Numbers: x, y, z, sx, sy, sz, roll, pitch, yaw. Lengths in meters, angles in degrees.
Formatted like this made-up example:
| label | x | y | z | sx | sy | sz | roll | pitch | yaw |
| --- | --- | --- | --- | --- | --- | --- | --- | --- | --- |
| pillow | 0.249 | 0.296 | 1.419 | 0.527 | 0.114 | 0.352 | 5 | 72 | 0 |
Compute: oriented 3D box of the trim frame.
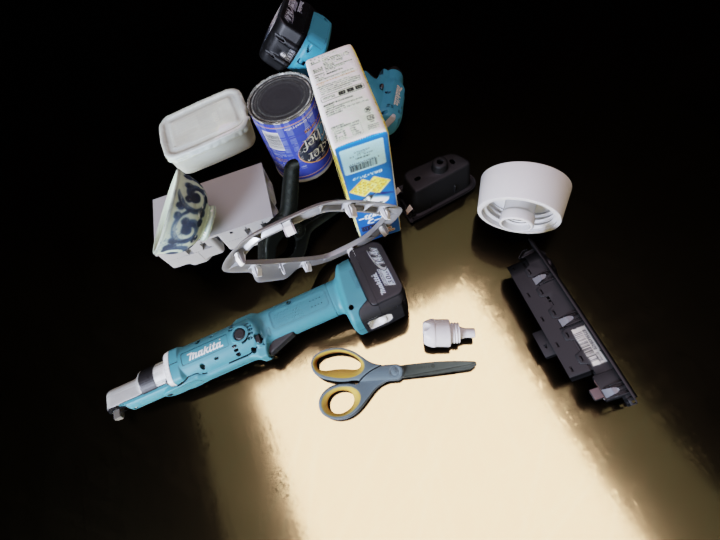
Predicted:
| label | x | y | z | sx | sy | sz | roll | pitch | yaw |
| --- | --- | --- | --- | --- | --- | --- | --- | --- | --- |
| trim frame | -0.050 | -0.032 | 0.508 | 0.188 | 0.238 | 0.028 | -28 | 80 | 31 |

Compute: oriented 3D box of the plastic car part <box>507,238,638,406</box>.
| label | x | y | z | sx | sy | sz | roll | pitch | yaw |
| --- | --- | --- | --- | --- | --- | --- | --- | --- | --- |
| plastic car part | 0.232 | 0.059 | 0.492 | 0.068 | 0.062 | 0.210 | -30 | 59 | 25 |

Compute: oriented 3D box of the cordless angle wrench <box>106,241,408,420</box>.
| label | x | y | z | sx | sy | sz | roll | pitch | yaw |
| --- | --- | --- | --- | --- | --- | --- | --- | --- | --- |
| cordless angle wrench | -0.148 | 0.093 | 0.561 | 0.424 | 0.071 | 0.102 | -24 | 61 | 3 |

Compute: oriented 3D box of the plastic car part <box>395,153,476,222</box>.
| label | x | y | z | sx | sy | sz | roll | pitch | yaw |
| --- | --- | --- | --- | --- | --- | --- | --- | --- | --- |
| plastic car part | 0.107 | -0.132 | 0.610 | 0.117 | 0.068 | 0.069 | -27 | 63 | 1 |

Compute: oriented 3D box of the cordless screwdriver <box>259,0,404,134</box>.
| label | x | y | z | sx | sy | sz | roll | pitch | yaw |
| --- | --- | --- | --- | --- | --- | --- | --- | --- | --- |
| cordless screwdriver | -0.030 | -0.336 | 0.681 | 0.240 | 0.076 | 0.162 | 28 | 53 | -21 |
